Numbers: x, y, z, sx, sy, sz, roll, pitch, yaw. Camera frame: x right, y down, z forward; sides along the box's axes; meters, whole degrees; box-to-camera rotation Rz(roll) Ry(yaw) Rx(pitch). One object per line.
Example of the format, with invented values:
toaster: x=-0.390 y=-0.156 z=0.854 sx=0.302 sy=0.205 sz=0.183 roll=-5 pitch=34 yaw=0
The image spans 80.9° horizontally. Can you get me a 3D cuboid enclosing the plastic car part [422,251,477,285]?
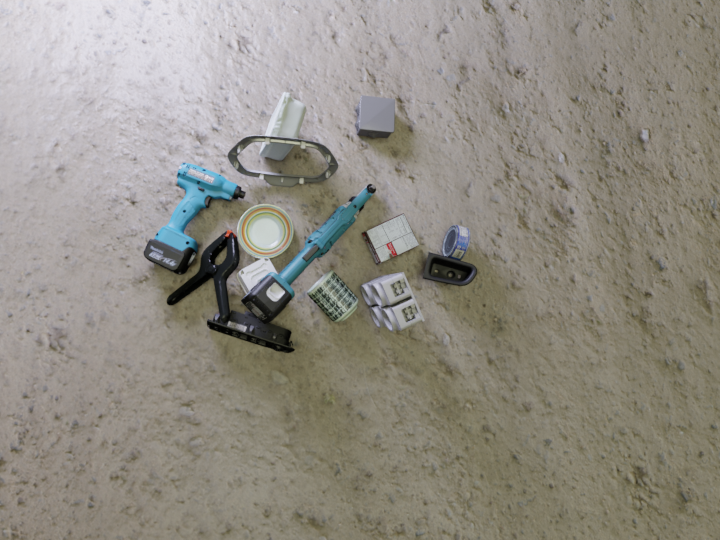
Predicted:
plastic car part: x=0.213 y=0.005 z=1.021 sx=0.119 sy=0.069 sz=0.066 roll=14 pitch=83 yaw=9

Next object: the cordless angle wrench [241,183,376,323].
cordless angle wrench: x=-0.093 y=-0.061 z=0.955 sx=0.073 sy=0.100 sz=0.420 roll=44 pitch=63 yaw=-8

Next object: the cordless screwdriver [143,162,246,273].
cordless screwdriver: x=-0.375 y=-0.112 z=0.963 sx=0.158 sy=0.075 sz=0.250 roll=20 pitch=77 yaw=-6

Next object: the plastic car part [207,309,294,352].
plastic car part: x=-0.241 y=0.135 z=0.957 sx=0.202 sy=0.066 sz=0.068 roll=23 pitch=55 yaw=-3

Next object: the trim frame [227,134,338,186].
trim frame: x=-0.173 y=-0.241 z=0.950 sx=0.245 sy=0.183 sz=0.028 roll=3 pitch=72 yaw=-10
